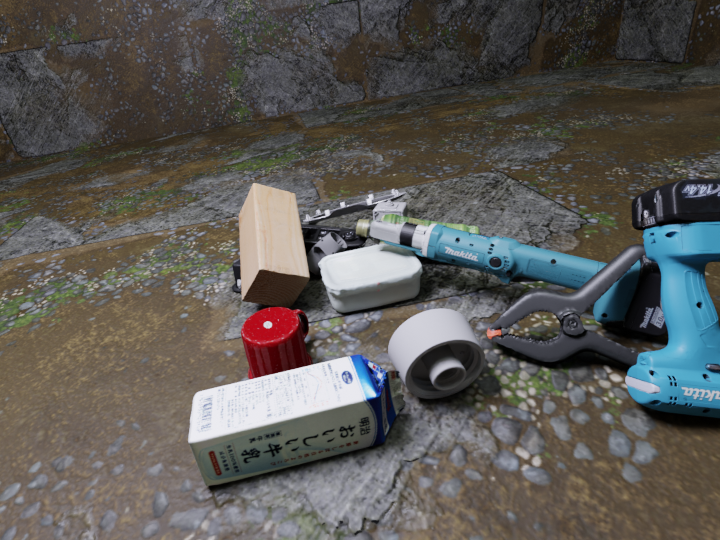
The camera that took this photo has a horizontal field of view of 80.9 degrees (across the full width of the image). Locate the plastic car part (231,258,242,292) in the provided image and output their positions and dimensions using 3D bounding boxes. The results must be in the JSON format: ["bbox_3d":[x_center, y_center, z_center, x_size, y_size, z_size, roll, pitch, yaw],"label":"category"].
[{"bbox_3d":[-0.199,-0.012,0.818,0.069,0.069,0.114,14,33,36],"label":"plastic car part"}]

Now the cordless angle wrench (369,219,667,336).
[{"bbox_3d":[0.210,-0.019,0.640,0.442,0.096,0.073,17,26,25],"label":"cordless angle wrench"}]

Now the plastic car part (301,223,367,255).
[{"bbox_3d":[-0.084,-0.055,0.861,0.208,0.065,0.066,2,28,15],"label":"plastic car part"}]

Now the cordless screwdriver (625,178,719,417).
[{"bbox_3d":[0.383,0.030,0.454,0.161,0.250,0.073,4,-6,6],"label":"cordless screwdriver"}]

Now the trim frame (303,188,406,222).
[{"bbox_3d":[-0.017,-0.151,0.986,0.254,0.027,0.183,-11,14,14],"label":"trim frame"}]
